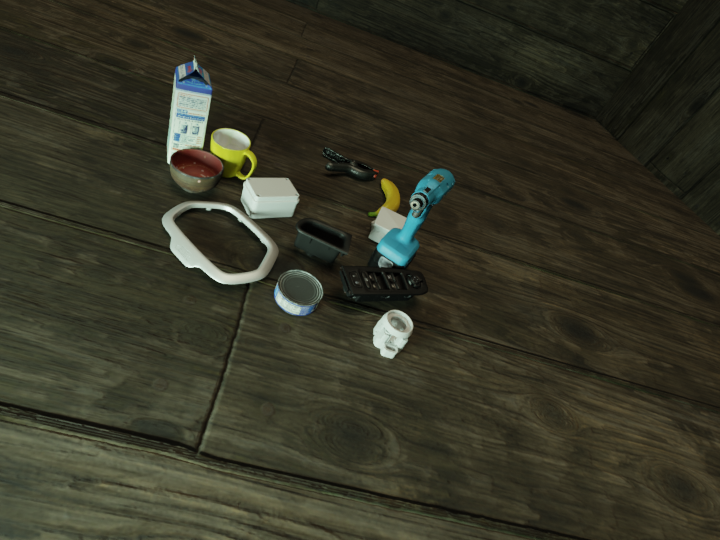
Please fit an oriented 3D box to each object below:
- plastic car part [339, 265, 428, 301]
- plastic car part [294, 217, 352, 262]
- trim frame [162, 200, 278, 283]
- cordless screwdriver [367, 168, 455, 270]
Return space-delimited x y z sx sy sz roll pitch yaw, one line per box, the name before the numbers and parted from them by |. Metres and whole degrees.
plastic car part | 0.046 0.034 0.834 0.195 0.066 0.069 -1 46 -28
plastic car part | -0.085 -0.056 0.869 0.116 0.070 0.067 21 39 -4
trim frame | -0.270 -0.061 0.817 0.258 0.027 0.179 41 42 20
cordless screwdriver | 0.092 -0.080 0.844 0.076 0.247 0.156 36 39 9
